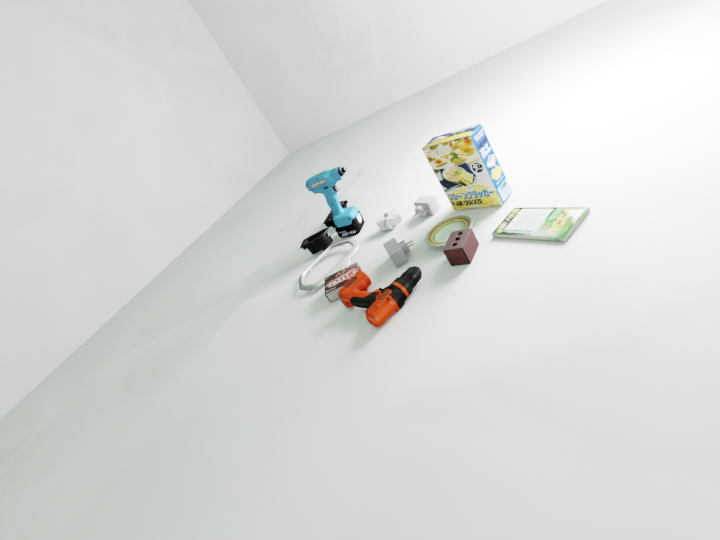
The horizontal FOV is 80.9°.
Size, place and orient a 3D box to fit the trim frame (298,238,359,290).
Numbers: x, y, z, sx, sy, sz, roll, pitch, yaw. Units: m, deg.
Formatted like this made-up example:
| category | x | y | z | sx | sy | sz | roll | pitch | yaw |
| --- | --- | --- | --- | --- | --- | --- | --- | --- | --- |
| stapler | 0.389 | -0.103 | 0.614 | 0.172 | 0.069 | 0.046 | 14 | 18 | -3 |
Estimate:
| category | x | y | z | sx | sy | sz | roll | pitch | yaw |
| --- | --- | --- | --- | --- | --- | --- | --- | --- | --- |
| trim frame | -0.106 | -0.019 | 1.381 | 0.246 | 0.026 | 0.193 | -44 | 27 | -19 |

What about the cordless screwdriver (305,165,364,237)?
| category | x | y | z | sx | sy | sz | roll | pitch | yaw |
| --- | --- | --- | --- | --- | --- | --- | --- | --- | --- |
| cordless screwdriver | -0.065 | -0.240 | 1.465 | 0.164 | 0.240 | 0.074 | -18 | 27 | 33 |

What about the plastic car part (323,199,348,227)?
| category | x | y | z | sx | sy | sz | roll | pitch | yaw |
| --- | --- | --- | --- | --- | --- | --- | --- | --- | --- |
| plastic car part | -0.082 | -0.216 | 1.646 | 0.068 | 0.064 | 0.206 | -23 | 28 | 24 |

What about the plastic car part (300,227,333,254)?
| category | x | y | z | sx | sy | sz | roll | pitch | yaw |
| --- | --- | --- | --- | --- | --- | --- | --- | --- | --- |
| plastic car part | -0.148 | -0.097 | 1.516 | 0.119 | 0.068 | 0.067 | -23 | 26 | 23 |
